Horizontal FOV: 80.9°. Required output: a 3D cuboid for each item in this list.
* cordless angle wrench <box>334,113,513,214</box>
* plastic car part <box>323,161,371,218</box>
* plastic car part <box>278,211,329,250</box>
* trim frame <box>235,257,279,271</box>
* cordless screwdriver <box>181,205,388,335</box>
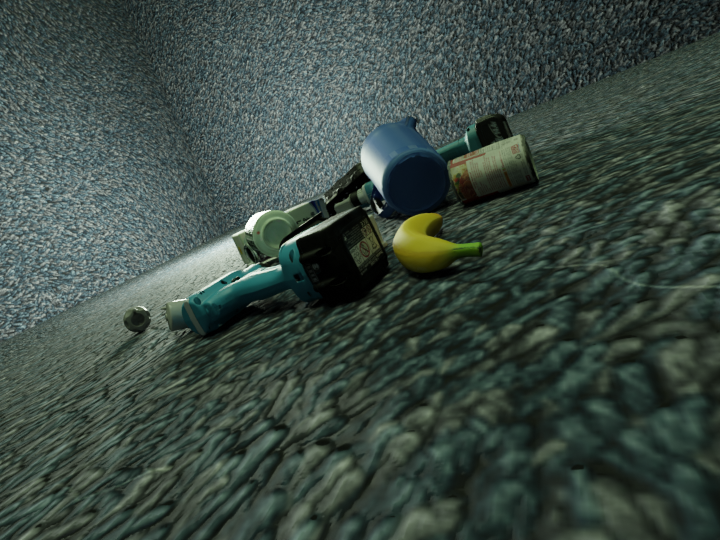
[{"bbox_3d":[0.111,-0.207,0.926,0.437,0.097,0.073,-18,8,34],"label":"cordless angle wrench"},{"bbox_3d":[-0.034,-0.202,1.055,0.063,0.069,0.208,14,-33,-40],"label":"plastic car part"},{"bbox_3d":[-0.066,-0.043,0.675,0.074,0.064,0.114,2,29,33],"label":"plastic car part"},{"bbox_3d":[-0.185,0.006,0.736,0.191,0.027,0.244,-13,19,41],"label":"trim frame"},{"bbox_3d":[-0.087,-0.001,0.514,0.256,0.073,0.157,-19,13,32],"label":"cordless screwdriver"}]
